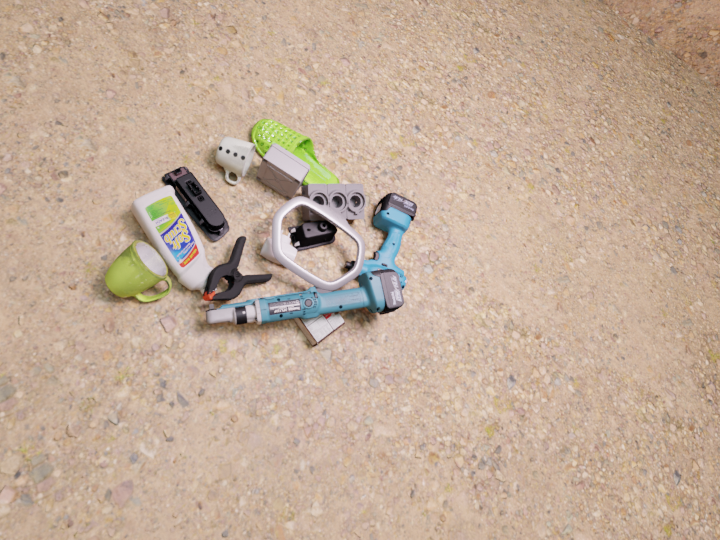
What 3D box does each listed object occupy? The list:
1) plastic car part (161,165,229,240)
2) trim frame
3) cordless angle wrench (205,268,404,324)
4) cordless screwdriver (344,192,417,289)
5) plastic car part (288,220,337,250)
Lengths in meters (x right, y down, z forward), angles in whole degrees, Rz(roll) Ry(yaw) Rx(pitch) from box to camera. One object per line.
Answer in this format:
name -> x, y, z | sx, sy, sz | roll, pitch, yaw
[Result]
plastic car part -> -0.370, -0.162, 0.972 | 0.065, 0.068, 0.204 | -34, 86, -37
trim frame -> -0.096, -0.063, 0.980 | 0.241, 0.028, 0.184 | 32, 74, -15
cordless angle wrench -> -0.117, 0.072, 0.915 | 0.413, 0.075, 0.100 | -8, 77, -16
cordless screwdriver -> 0.054, -0.081, 1.087 | 0.155, 0.075, 0.252 | 18, 67, -13
plastic car part -> -0.108, -0.095, 1.032 | 0.113, 0.071, 0.067 | -12, 77, -22
